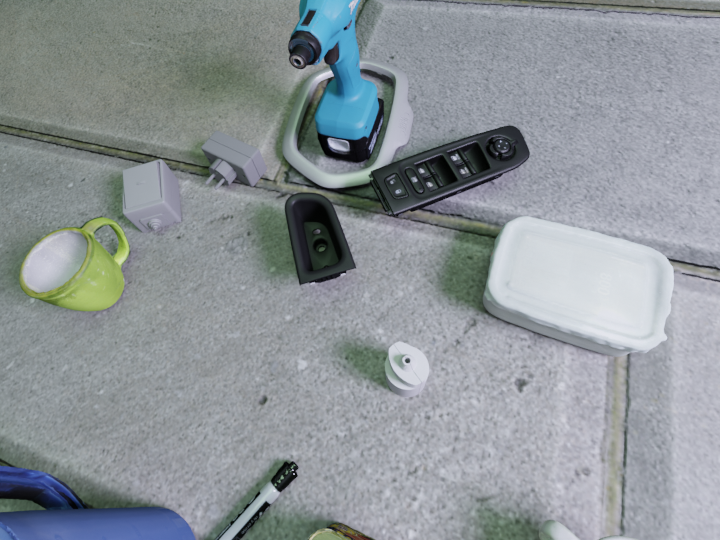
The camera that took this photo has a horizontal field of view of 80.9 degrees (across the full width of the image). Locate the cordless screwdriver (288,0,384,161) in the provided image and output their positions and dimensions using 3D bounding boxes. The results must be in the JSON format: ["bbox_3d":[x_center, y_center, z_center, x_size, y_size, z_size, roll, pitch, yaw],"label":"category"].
[{"bbox_3d":[-0.027,-0.224,0.512,0.076,0.240,0.160,15,67,12],"label":"cordless screwdriver"}]

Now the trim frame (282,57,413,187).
[{"bbox_3d":[-0.017,-0.226,0.632,0.189,0.026,0.252,8,65,13],"label":"trim frame"}]

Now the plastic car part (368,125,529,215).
[{"bbox_3d":[0.115,-0.120,0.534,0.202,0.064,0.069,-23,64,-3],"label":"plastic car part"}]

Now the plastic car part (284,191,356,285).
[{"bbox_3d":[-0.051,-0.033,0.517,0.066,0.068,0.121,-17,63,-1],"label":"plastic car part"}]
